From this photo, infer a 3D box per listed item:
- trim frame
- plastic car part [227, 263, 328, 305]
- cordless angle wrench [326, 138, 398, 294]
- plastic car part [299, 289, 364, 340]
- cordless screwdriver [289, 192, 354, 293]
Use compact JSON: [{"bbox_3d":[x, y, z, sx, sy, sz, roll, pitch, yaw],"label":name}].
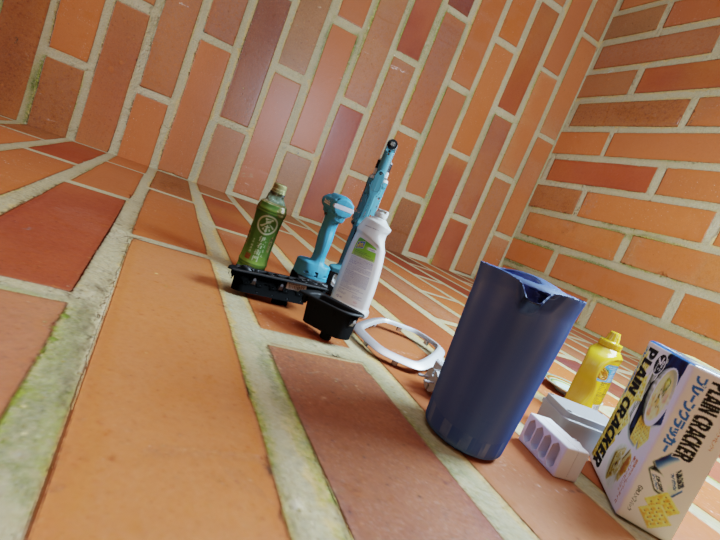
[{"bbox_3d":[0.084,0.148,0.861,0.192,0.027,0.239,25,9,23],"label":"trim frame"},{"bbox_3d":[-0.171,0.031,0.841,0.196,0.067,0.069,18,9,-20],"label":"plastic car part"},{"bbox_3d":[0.006,-0.134,1.089,0.075,0.421,0.098,22,7,0],"label":"cordless angle wrench"},{"bbox_3d":[-0.058,0.086,0.757,0.123,0.071,0.063,27,9,32],"label":"plastic car part"},{"bbox_3d":[-0.097,-0.063,0.990,0.072,0.248,0.165,19,8,-22],"label":"cordless screwdriver"}]
